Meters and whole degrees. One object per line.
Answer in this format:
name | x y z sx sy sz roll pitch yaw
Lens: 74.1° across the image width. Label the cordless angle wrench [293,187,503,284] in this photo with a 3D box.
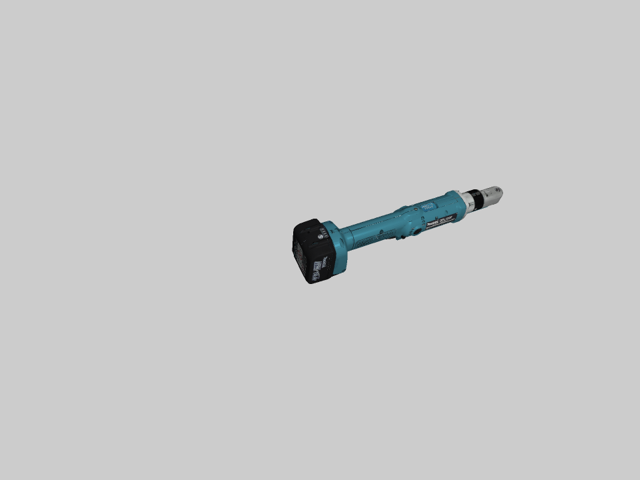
cordless angle wrench | 0.158 -0.033 0.761 0.422 0.074 0.098 -17 -33 -18
